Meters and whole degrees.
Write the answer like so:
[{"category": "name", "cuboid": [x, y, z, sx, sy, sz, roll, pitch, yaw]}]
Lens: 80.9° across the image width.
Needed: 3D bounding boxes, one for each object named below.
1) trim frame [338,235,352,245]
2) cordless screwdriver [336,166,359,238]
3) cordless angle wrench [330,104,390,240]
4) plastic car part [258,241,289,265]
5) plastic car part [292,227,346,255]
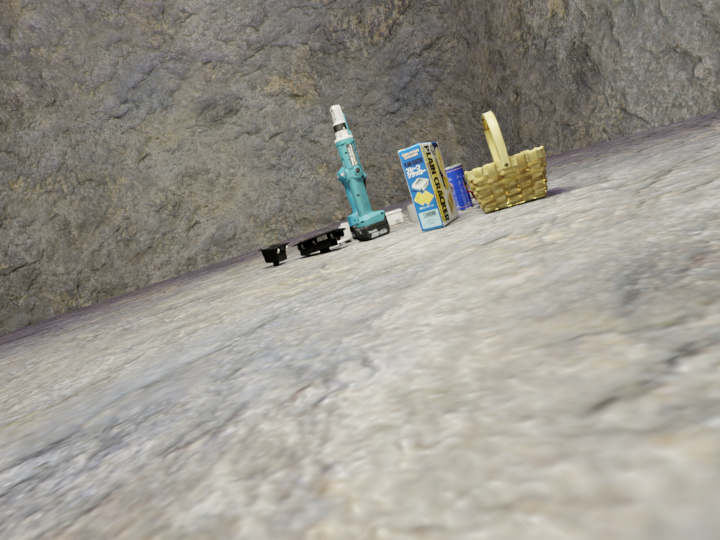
[{"category": "trim frame", "cuboid": [-0.123, -0.095, 1.507, 0.181, 0.027, 0.255, -20, 10, -15]}, {"category": "cordless screwdriver", "cuboid": [-0.027, -0.236, 1.473, 0.074, 0.247, 0.162, -18, 6, -8]}, {"category": "cordless angle wrench", "cuboid": [-0.019, -0.301, 1.302, 0.095, 0.420, 0.077, -20, 5, -25]}, {"category": "plastic car part", "cuboid": [-0.289, -0.051, 1.428, 0.064, 0.070, 0.121, -23, 10, -42]}, {"category": "plastic car part", "cuboid": [-0.132, -0.086, 1.352, 0.211, 0.066, 0.064, -10, 10, 40]}]
